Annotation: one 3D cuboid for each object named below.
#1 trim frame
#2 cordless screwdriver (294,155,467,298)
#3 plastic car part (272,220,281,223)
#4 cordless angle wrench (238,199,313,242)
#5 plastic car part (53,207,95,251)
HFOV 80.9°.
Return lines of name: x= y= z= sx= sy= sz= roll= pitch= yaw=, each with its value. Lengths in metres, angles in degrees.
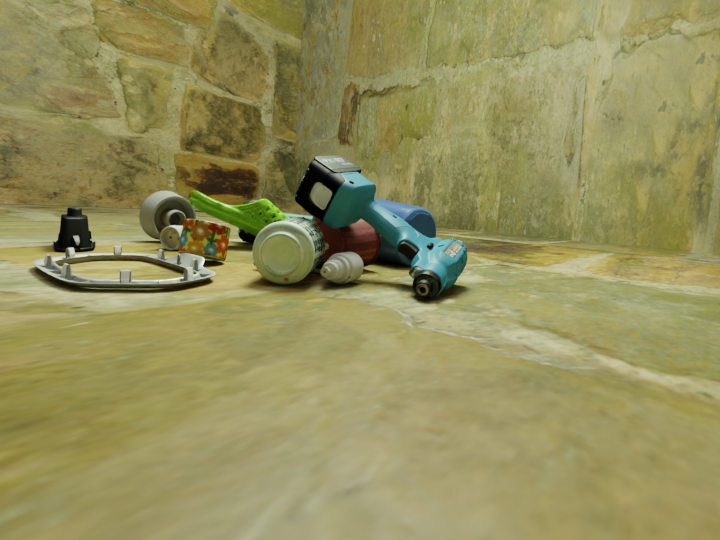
trim frame: x=-0.292 y=-0.008 z=0.531 sx=0.262 sy=0.027 sz=0.175 roll=9 pitch=9 yaw=42
cordless screwdriver: x=0.021 y=-0.059 z=0.568 sx=0.256 sy=0.074 sz=0.155 roll=36 pitch=28 yaw=14
plastic car part: x=-0.076 y=-0.050 z=0.778 sx=0.209 sy=0.065 sz=0.066 roll=5 pitch=21 yaw=16
cordless angle wrench: x=-0.075 y=-0.098 z=1.015 sx=0.412 sy=0.098 sz=0.076 roll=5 pitch=3 yaw=-16
plastic car part: x=-0.483 y=-0.071 z=0.714 sx=0.063 sy=0.070 sz=0.122 roll=-2 pitch=7 yaw=-34
